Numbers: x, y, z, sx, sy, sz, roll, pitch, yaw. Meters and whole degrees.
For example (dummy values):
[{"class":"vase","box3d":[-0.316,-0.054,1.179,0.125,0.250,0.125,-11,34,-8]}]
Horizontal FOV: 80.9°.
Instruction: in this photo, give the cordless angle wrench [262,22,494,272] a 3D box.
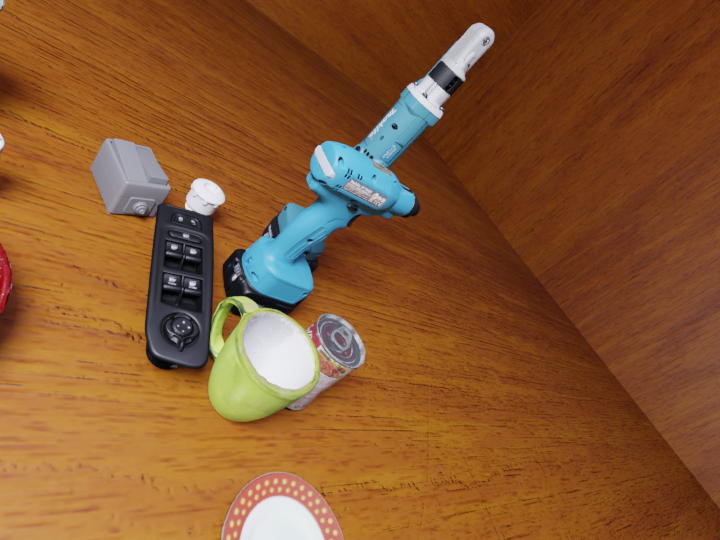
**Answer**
[{"class":"cordless angle wrench","box3d":[0.011,-0.152,0.588,0.070,0.427,0.102,26,33,-35]}]

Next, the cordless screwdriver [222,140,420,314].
[{"class":"cordless screwdriver","box3d":[-0.051,-0.033,0.523,0.150,0.251,0.078,20,37,-42]}]

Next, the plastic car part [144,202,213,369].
[{"class":"plastic car part","box3d":[-0.197,0.018,0.448,0.063,0.067,0.212,23,33,-38]}]
